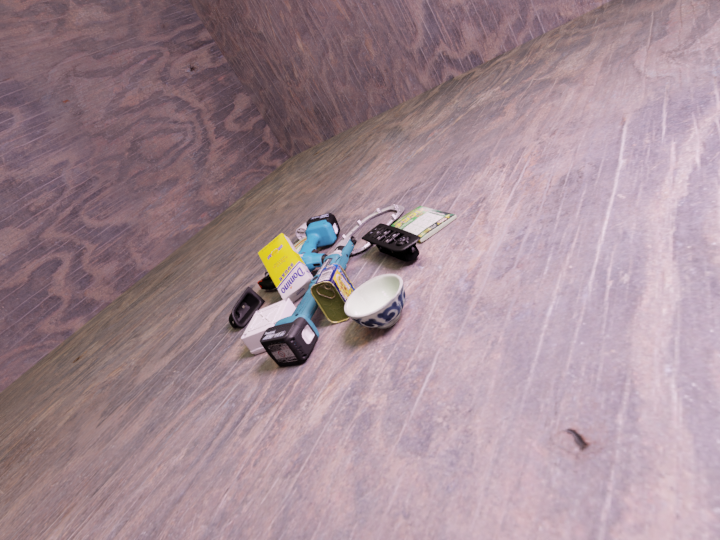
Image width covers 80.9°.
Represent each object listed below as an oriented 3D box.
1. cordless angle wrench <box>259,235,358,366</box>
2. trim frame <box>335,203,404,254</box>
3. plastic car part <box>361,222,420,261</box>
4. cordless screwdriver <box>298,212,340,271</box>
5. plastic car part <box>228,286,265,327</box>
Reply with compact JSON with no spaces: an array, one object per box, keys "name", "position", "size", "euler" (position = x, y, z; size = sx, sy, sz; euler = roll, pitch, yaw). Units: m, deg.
[{"name":"cordless angle wrench","position":[-0.093,0.040,0.998],"size":[0.101,0.072,0.424],"euler":[-18,28,32]},{"name":"trim frame","position":[0.025,-0.120,1.221],"size":[0.245,0.026,0.193],"euler":[-44,27,-27]},{"name":"plastic car part","position":[0.075,-0.061,0.988],"size":[0.065,0.065,0.211],"euler":[-30,19,-14]},{"name":"cordless screwdriver","position":[-0.121,-0.079,1.242],"size":[0.165,0.071,0.249],"euler":[-8,32,26]},{"name":"plastic car part","position":[-0.336,0.115,1.195],"size":[0.072,0.064,0.116],"euler":[-33,20,46]}]
